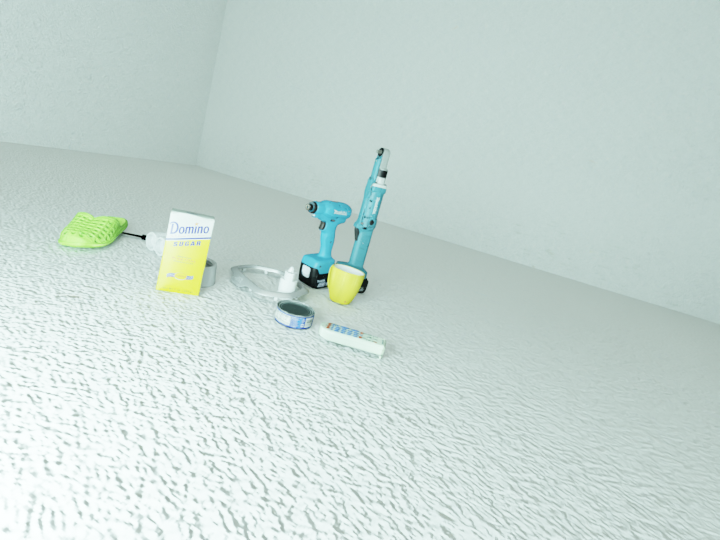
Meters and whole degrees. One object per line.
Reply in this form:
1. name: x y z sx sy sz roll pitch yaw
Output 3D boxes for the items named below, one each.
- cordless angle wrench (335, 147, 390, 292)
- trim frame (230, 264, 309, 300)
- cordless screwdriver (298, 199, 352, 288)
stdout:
1. cordless angle wrench: 0.017 -0.144 1.226 0.093 0.420 0.078 9 14 -31
2. trim frame: -0.242 0.029 1.101 0.175 0.027 0.263 4 17 -37
3. cordless screwdriver: -0.116 -0.076 1.184 0.079 0.247 0.151 25 15 38
